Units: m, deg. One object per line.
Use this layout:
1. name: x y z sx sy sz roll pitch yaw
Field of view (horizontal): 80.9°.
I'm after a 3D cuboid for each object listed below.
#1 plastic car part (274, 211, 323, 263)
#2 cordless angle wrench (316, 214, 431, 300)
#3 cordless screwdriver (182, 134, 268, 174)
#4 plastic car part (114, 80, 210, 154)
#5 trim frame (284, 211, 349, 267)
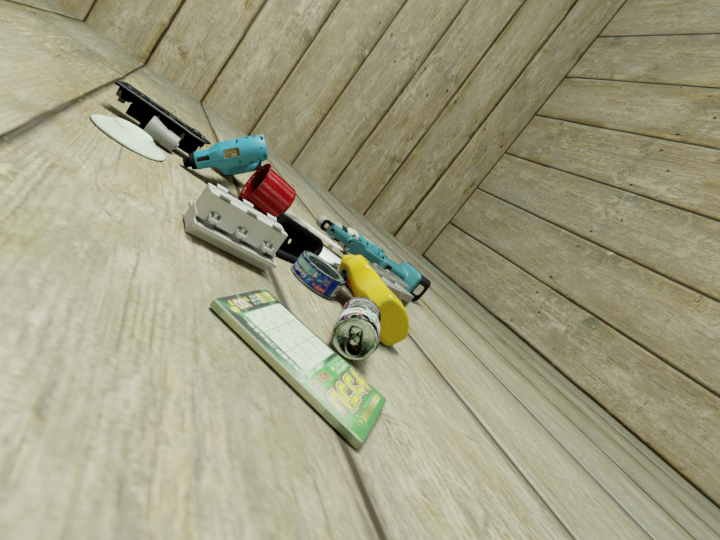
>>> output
1. plastic car part: -0.126 -0.054 0.715 0.075 0.066 0.110 27 -3 39
2. cordless angle wrench: 0.032 -0.035 1.044 0.399 0.074 0.103 32 11 -44
3. cordless screwdriver: -0.282 -0.241 0.902 0.256 0.157 0.073 -138 -145 -72
4. plastic car part: -0.399 -0.297 0.849 0.196 0.067 0.069 29 5 -19
5. trim frame: -0.092 -0.060 0.945 0.244 0.027 0.187 37 8 -11
